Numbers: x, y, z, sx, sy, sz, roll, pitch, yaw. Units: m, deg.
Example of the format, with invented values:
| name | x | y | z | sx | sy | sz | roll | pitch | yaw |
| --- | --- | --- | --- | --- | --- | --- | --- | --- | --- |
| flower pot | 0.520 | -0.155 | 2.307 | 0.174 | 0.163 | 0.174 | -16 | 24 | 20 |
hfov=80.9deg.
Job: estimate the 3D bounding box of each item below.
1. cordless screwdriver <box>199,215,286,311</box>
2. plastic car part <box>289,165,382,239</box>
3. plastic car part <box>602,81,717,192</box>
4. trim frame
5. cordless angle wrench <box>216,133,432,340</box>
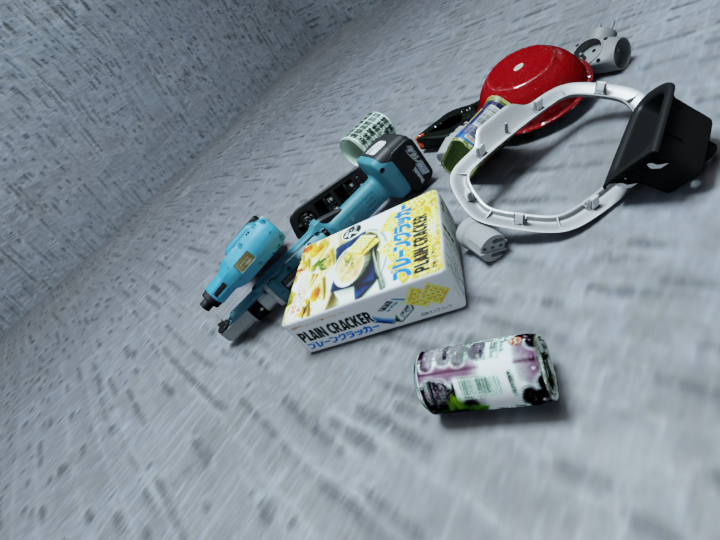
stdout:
| name | x | y | z | sx | sy | sz | roll | pitch | yaw |
| --- | --- | --- | --- | --- | --- | --- | --- | --- | --- |
| cordless screwdriver | -0.199 | -0.019 | 0.719 | 0.159 | 0.073 | 0.254 | -50 | 14 | -2 |
| plastic car part | -0.044 | -0.132 | 0.784 | 0.204 | 0.064 | 0.069 | -33 | 20 | 10 |
| plastic car part | 0.299 | -0.123 | 0.407 | 0.116 | 0.072 | 0.065 | -56 | -5 | -20 |
| trim frame | 0.224 | -0.139 | 0.490 | 0.248 | 0.026 | 0.194 | -40 | 51 | -2 |
| cordless angle wrench | -0.066 | -0.043 | 0.679 | 0.422 | 0.093 | 0.078 | -45 | 29 | -2 |
